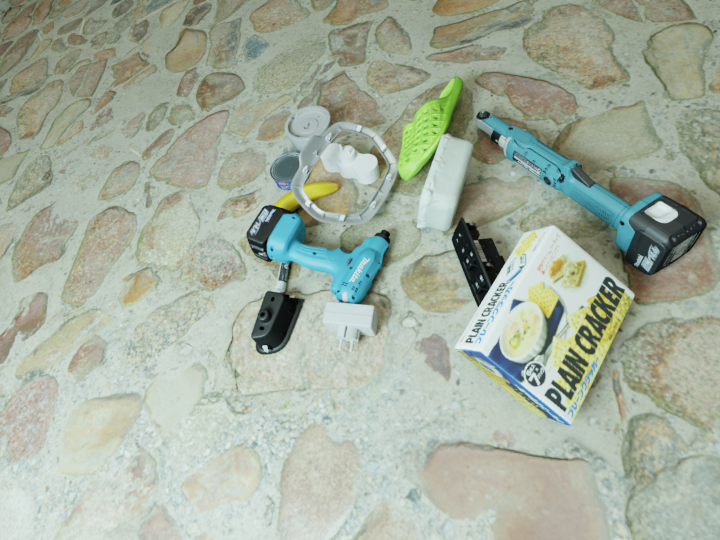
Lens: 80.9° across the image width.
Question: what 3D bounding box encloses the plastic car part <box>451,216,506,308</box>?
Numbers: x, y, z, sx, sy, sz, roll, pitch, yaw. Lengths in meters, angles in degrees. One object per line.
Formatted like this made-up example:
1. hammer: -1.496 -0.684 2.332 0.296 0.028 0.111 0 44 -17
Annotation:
1. plastic car part: 0.207 0.011 0.685 0.066 0.065 0.210 0 56 -13

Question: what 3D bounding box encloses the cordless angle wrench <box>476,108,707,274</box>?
1. cordless angle wrench: 0.347 -0.170 0.733 0.074 0.093 0.446 -32 52 -5

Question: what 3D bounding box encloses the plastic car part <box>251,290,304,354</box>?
1. plastic car part: -0.156 0.084 0.747 0.068 0.067 0.118 7 60 21

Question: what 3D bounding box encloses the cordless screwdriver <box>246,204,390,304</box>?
1. cordless screwdriver: -0.077 -0.050 0.789 0.258 0.072 0.159 25 65 18

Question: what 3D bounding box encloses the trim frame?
1. trim frame: -0.028 -0.193 0.817 0.185 0.027 0.249 30 66 2
